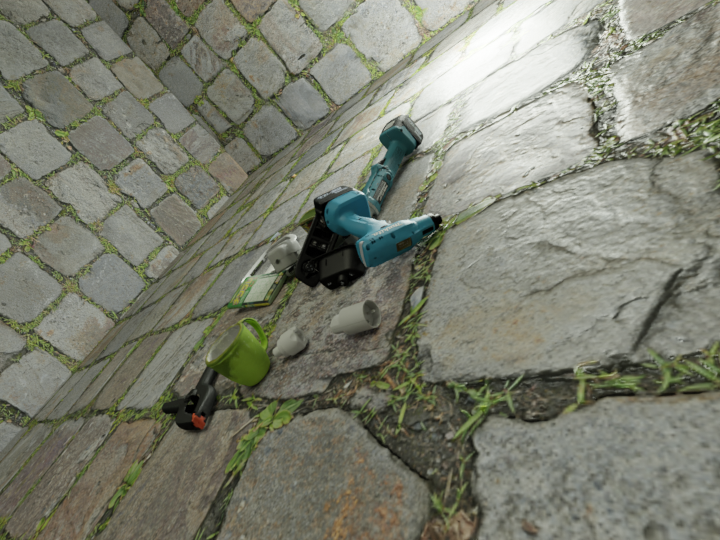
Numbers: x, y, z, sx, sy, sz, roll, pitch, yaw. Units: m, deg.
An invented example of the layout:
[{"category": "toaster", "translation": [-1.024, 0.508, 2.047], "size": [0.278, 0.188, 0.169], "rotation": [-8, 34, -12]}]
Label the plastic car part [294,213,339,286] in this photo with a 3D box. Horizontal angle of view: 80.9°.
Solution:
[{"category": "plastic car part", "translation": [-0.092, -0.060, 0.943], "size": [0.067, 0.066, 0.204], "rotation": [132, 159, -71]}]

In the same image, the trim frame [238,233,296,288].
[{"category": "trim frame", "translation": [-0.275, -0.018, 1.247], "size": [0.191, 0.026, 0.248], "rotation": [-13, 36, 50]}]

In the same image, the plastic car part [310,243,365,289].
[{"category": "plastic car part", "translation": [-0.038, 0.000, 0.825], "size": [0.120, 0.062, 0.072], "rotation": [-22, 44, 33]}]

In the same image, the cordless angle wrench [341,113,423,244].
[{"category": "cordless angle wrench", "translation": [0.048, -0.219, 1.024], "size": [0.077, 0.094, 0.425], "rotation": [-19, 37, 46]}]

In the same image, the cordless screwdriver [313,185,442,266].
[{"category": "cordless screwdriver", "translation": [0.022, -0.098, 0.800], "size": [0.157, 0.071, 0.262], "rotation": [-26, 33, -17]}]
